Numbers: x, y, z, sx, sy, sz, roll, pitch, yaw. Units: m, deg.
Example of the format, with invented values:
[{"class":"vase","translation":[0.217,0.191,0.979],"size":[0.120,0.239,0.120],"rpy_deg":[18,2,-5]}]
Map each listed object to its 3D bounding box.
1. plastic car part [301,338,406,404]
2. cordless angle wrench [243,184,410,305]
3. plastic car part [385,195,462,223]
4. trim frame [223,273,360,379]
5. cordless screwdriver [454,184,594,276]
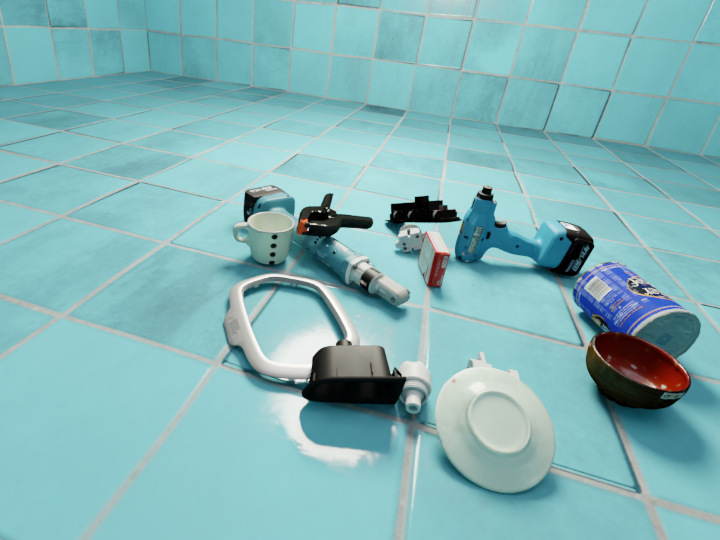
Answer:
[{"class":"plastic car part","translation":[-0.011,0.119,0.517],"size":[0.116,0.064,0.073],"rpy_deg":[4,45,-3]},{"class":"cordless angle wrench","translation":[-0.080,-0.052,0.814],"size":[0.094,0.073,0.447],"rpy_deg":[-20,41,-39]},{"class":"plastic car part","translation":[0.123,-0.130,0.932],"size":[0.064,0.066,0.211],"rpy_deg":[-16,10,-29]},{"class":"trim frame","translation":[-0.108,0.073,0.632],"size":[0.178,0.027,0.262],"rpy_deg":[-7,34,-24]},{"class":"cordless screwdriver","translation":[0.330,-0.079,0.851],"size":[0.249,0.156,0.076],"rpy_deg":[10,28,0]}]
